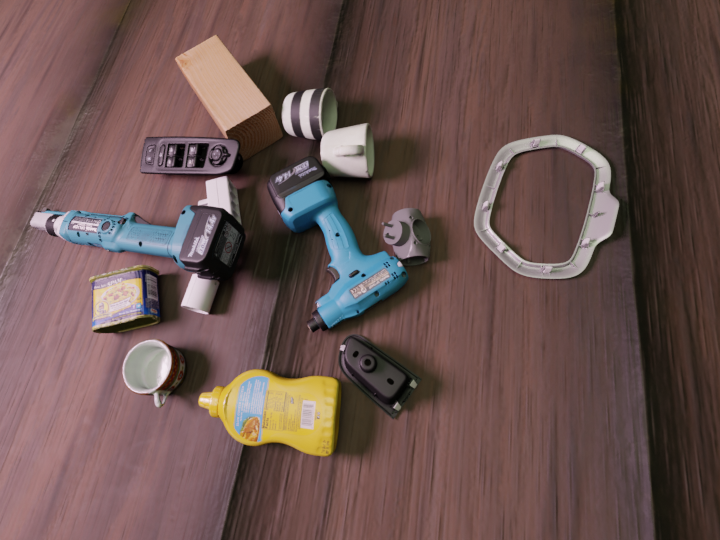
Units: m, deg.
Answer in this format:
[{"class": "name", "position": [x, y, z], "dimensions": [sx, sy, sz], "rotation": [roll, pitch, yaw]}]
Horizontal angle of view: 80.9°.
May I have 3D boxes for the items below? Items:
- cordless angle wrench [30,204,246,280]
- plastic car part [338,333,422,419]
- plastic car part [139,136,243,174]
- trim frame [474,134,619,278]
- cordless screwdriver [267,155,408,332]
[{"class": "cordless angle wrench", "position": [-0.387, -0.061, 0.679], "dimensions": [0.439, 0.071, 0.099], "rotation": [8, 69, 23]}, {"class": "plastic car part", "position": [0.017, 0.131, 0.560], "dimensions": [0.120, 0.069, 0.066], "rotation": [36, 76, 15]}, {"class": "plastic car part", "position": [-0.284, -0.189, 0.725], "dimensions": [0.211, 0.064, 0.067], "rotation": [6, 80, 26]}, {"class": "trim frame", "position": [0.278, -0.104, 0.633], "dimensions": [0.189, 0.026, 0.249], "rotation": [20, 72, 15]}, {"class": "cordless screwdriver", "position": [-0.063, -0.041, 0.640], "dimensions": [0.158, 0.072, 0.257], "rotation": [-33, 72, -5]}]
